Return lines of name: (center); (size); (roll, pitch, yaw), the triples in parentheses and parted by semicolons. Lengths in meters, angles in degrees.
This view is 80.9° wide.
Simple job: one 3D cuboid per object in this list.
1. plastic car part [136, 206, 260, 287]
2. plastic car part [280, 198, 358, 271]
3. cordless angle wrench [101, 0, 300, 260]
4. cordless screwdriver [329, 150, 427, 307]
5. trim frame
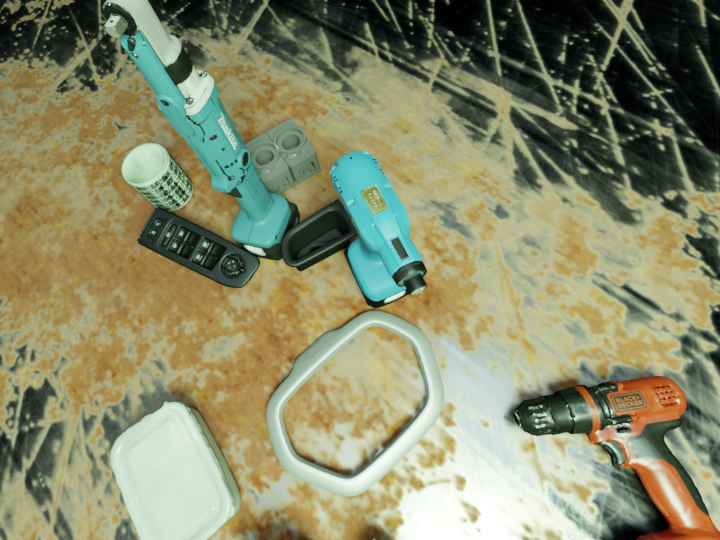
plastic car part: (-0.246, -0.026, 0.660); (0.210, 0.064, 0.066); (23, 73, 18)
plastic car part: (-0.062, -0.040, 0.630); (0.116, 0.068, 0.069); (-32, 67, -5)
cordless angle wrench: (-0.160, -0.133, 0.501); (0.076, 0.408, 0.099); (13, 71, 10)
cordless screwdriver: (0.029, -0.013, 0.507); (0.074, 0.240, 0.165); (-24, 67, -4)
trim frame: (-0.008, 0.164, 0.554); (0.247, 0.026, 0.192); (-43, 66, -9)
